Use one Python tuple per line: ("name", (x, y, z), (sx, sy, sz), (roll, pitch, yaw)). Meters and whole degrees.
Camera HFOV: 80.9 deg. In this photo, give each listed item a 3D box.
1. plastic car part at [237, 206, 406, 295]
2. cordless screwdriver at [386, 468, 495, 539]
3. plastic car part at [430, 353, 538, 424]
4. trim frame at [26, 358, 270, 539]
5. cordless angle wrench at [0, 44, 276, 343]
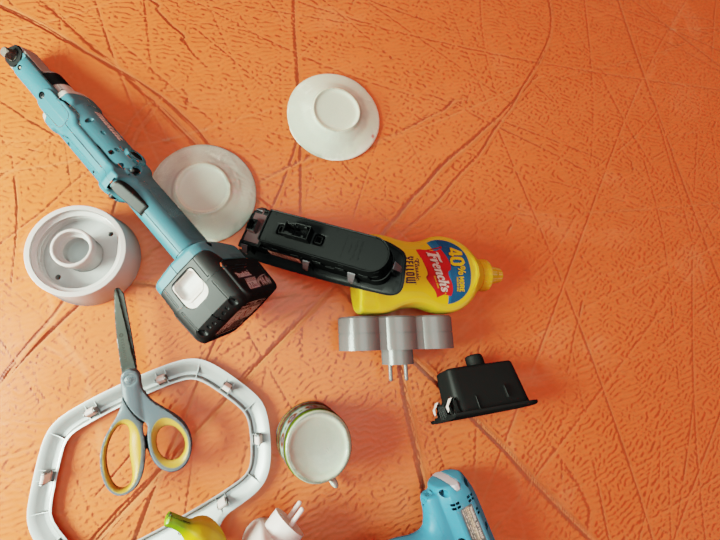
("plastic car part", (-0.046, -0.030, 0.472), (0.209, 0.065, 0.067), (17, 67, 15))
("cordless screwdriver", (0.037, 0.336, 0.429), (0.243, 0.075, 0.161), (-20, 82, -18))
("plastic car part", (0.140, 0.138, 0.506), (0.114, 0.065, 0.073), (-8, 66, -17))
("trim frame", (-0.214, 0.203, 0.440), (0.244, 0.028, 0.186), (-23, 83, -17))
("cordless angle wrench", (-0.265, -0.108, 0.470), (0.074, 0.095, 0.432), (-46, 79, 10))
